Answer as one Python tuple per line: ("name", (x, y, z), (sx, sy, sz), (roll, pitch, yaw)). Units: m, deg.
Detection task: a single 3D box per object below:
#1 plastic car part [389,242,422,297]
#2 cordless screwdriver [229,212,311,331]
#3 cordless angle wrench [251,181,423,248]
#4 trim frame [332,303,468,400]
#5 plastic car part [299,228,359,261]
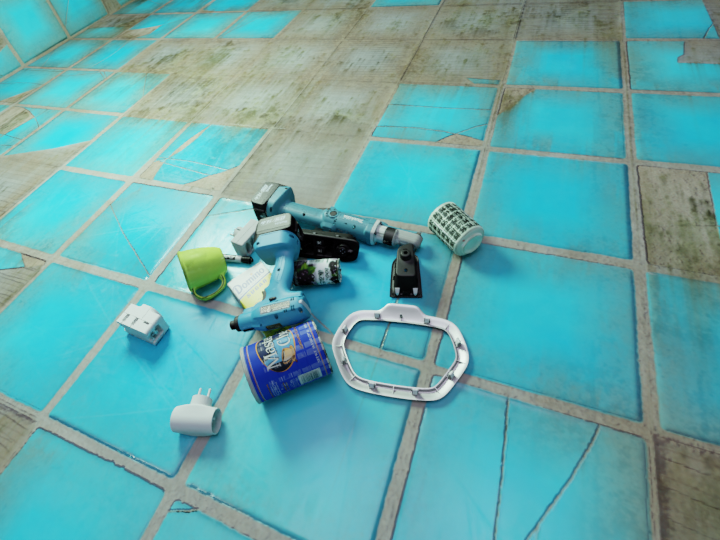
("plastic car part", (0.094, -0.008, 0.877), (0.067, 0.068, 0.119), (-1, 53, 7))
("cordless screwdriver", (-0.186, 0.007, 0.862), (0.162, 0.070, 0.258), (-16, 52, 12))
("cordless angle wrench", (-0.062, -0.119, 1.007), (0.440, 0.071, 0.098), (17, 55, 22))
("trim frame", (0.069, 0.143, 0.780), (0.256, 0.026, 0.187), (3, 50, 16))
("plastic car part", (-0.095, -0.062, 0.974), (0.210, 0.065, 0.066), (10, 26, 20))
